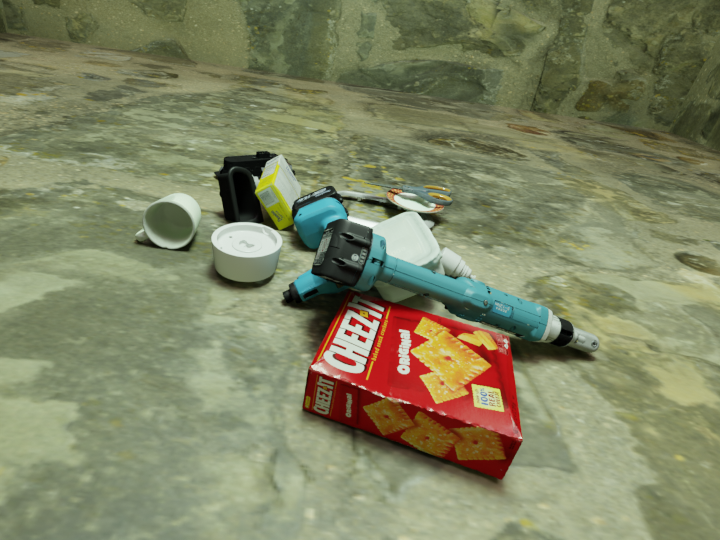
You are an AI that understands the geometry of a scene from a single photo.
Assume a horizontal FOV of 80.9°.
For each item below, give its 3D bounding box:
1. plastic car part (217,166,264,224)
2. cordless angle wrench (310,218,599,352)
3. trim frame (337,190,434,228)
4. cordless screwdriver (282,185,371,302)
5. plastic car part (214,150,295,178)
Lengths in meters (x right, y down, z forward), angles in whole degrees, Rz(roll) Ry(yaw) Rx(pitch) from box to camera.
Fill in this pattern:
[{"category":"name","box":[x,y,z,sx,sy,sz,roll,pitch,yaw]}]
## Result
[{"category":"plastic car part","box":[-0.240,-0.140,0.809,0.074,0.114,0.064,3,21,38]},{"category":"cordless angle wrench","box":[0.145,0.039,0.569,0.414,0.074,0.100,20,-6,-11]},{"category":"trim frame","box":[0.037,-0.129,0.928,0.252,0.027,0.186,10,32,6]},{"category":"cordless screwdriver","box":[-0.069,-0.045,0.705,0.159,0.071,0.260,-26,35,-1]},{"category":"plastic car part","box":[-0.254,-0.255,1.031,0.196,0.066,0.070,-19,48,-34]}]
